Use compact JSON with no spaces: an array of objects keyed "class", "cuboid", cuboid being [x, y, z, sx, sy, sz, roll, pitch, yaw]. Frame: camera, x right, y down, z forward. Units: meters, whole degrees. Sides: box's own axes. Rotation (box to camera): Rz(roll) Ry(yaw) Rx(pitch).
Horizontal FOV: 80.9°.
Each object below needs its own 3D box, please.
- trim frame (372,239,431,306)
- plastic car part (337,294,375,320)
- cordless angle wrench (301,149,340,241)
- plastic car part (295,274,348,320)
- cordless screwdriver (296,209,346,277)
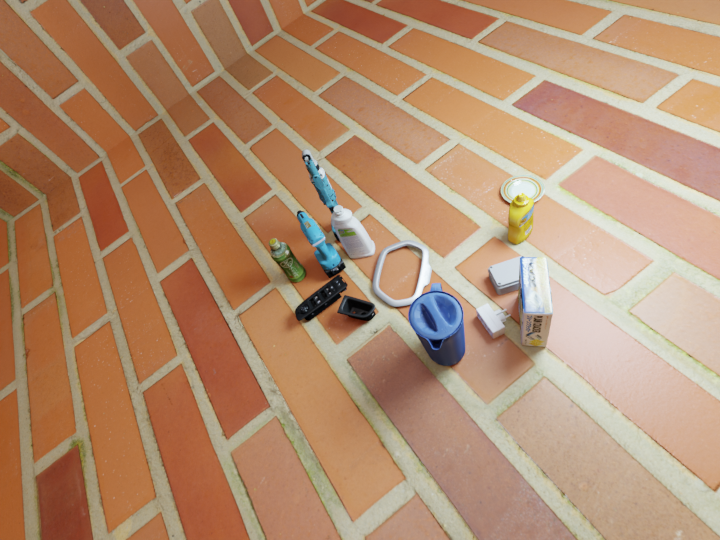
[{"class":"trim frame","cuboid":[0.137,0.006,1.394,0.191,0.026,0.252,3,60,24]},{"class":"plastic car part","cuboid":[-0.003,0.131,1.343,0.122,0.067,0.066,12,63,28]},{"class":"cordless angle wrench","cuboid":[-0.111,-0.252,1.428,0.075,0.402,0.101,-16,55,9]},{"class":"plastic car part","cuboid":[-0.131,0.101,1.417,0.202,0.064,0.070,-34,53,-2]},{"class":"cordless screwdriver","cuboid":[-0.141,-0.092,1.439,0.074,0.236,0.168,-33,53,-3]}]
